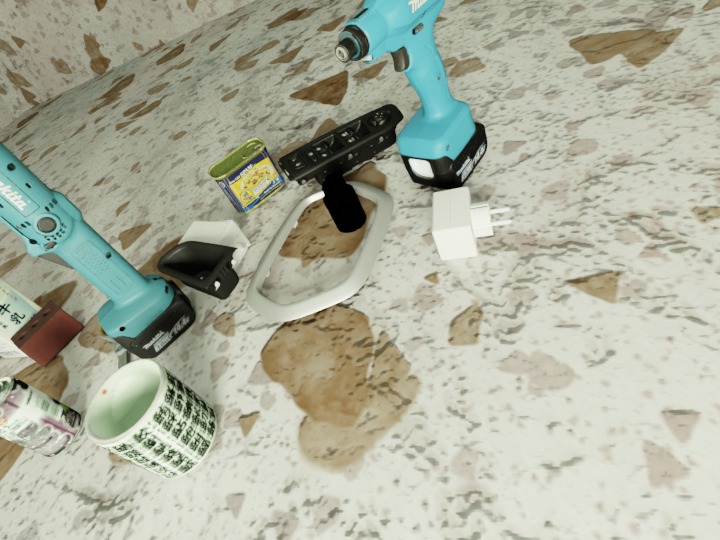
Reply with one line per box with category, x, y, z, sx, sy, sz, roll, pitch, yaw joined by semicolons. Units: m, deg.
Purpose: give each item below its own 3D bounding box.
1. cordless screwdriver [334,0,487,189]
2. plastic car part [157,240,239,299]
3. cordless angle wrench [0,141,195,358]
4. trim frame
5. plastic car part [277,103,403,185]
cordless screwdriver;0.063;-0.197;0.484;0.079;0.236;0.158;22;62;41
plastic car part;-0.210;0.005;0.571;0.122;0.067;0.066;9;54;35
cordless angle wrench;-0.338;-0.054;0.451;0.097;0.402;0.079;-44;44;-17
trim frame;-0.054;-0.035;0.553;0.192;0.026;0.251;-1;50;28
plastic car part;-0.020;-0.185;0.647;0.202;0.064;0.070;-33;42;-2
